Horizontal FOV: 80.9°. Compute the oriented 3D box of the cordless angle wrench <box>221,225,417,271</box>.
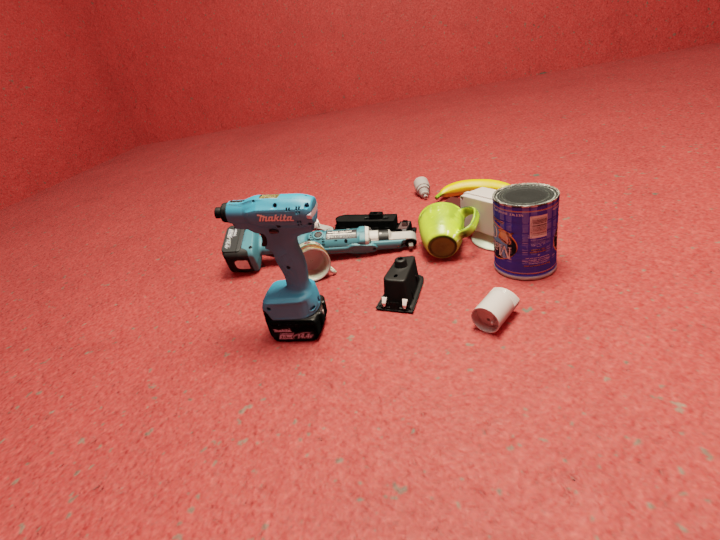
[{"bbox_3d":[-0.092,-0.060,0.939,0.429,0.071,0.101,-3,51,9],"label":"cordless angle wrench"}]

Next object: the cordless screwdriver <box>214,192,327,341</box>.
[{"bbox_3d":[-0.138,-0.004,0.683,0.163,0.241,0.075,1,28,12],"label":"cordless screwdriver"}]

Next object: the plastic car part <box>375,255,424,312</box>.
[{"bbox_3d":[0.072,0.013,0.749,0.068,0.068,0.116,3,35,23],"label":"plastic car part"}]

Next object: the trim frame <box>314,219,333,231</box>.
[{"bbox_3d":[-0.187,-0.092,1.082,0.262,0.027,0.181,9,35,37],"label":"trim frame"}]

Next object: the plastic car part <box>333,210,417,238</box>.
[{"bbox_3d":[0.022,-0.103,0.988,0.211,0.064,0.066,-1,36,25],"label":"plastic car part"}]
